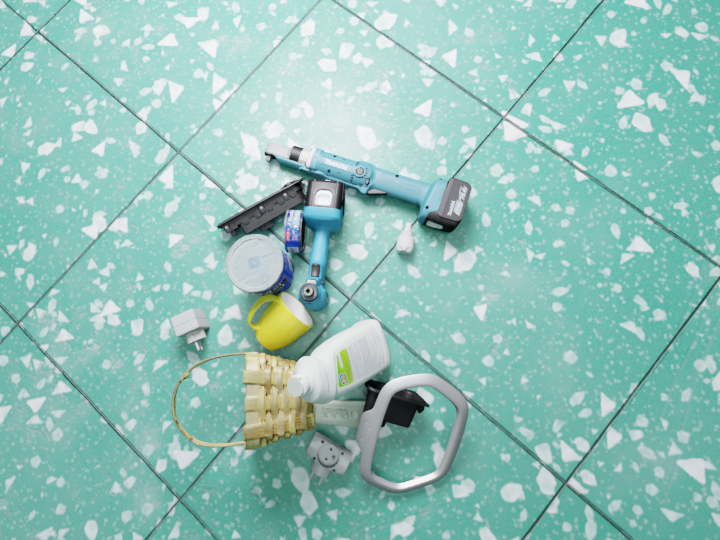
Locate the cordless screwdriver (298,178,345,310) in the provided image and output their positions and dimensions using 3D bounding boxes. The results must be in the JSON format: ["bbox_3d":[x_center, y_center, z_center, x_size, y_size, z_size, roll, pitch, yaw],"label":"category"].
[{"bbox_3d":[-0.078,-0.051,0.795,0.075,0.156,0.251,6,79,1],"label":"cordless screwdriver"}]

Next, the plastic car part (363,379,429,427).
[{"bbox_3d":[0.050,0.245,0.758,0.114,0.067,0.071,15,90,-13],"label":"plastic car part"}]

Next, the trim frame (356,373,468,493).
[{"bbox_3d":[0.087,0.287,0.736,0.181,0.028,0.245,10,107,-8],"label":"trim frame"}]

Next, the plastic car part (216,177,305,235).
[{"bbox_3d":[-0.192,-0.124,0.867,0.202,0.066,0.067,-34,91,-2],"label":"plastic car part"}]

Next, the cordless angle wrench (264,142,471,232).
[{"bbox_3d":[0.000,-0.190,0.861,0.432,0.072,0.098,20,82,10],"label":"cordless angle wrench"}]
